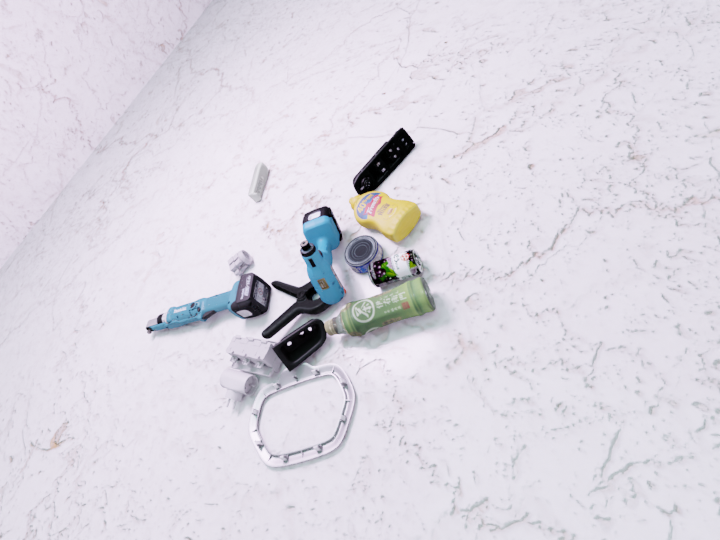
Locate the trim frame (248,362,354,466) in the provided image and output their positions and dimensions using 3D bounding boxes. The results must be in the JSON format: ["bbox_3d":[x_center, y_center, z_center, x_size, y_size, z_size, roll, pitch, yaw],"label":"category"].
[{"bbox_3d":[-0.123,0.277,0.833,0.253,0.026,0.191,-25,48,19],"label":"trim frame"}]

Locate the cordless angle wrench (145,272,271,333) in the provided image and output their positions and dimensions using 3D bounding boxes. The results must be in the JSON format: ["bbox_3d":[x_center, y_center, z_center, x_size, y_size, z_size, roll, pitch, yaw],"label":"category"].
[{"bbox_3d":[-0.430,0.106,1.132,0.436,0.070,0.100,-16,51,27],"label":"cordless angle wrench"}]

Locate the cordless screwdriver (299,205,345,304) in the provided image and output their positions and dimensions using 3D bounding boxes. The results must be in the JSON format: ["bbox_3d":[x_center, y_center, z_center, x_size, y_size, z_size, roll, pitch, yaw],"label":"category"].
[{"bbox_3d":[-0.092,-0.060,0.939,0.075,0.152,0.257,-20,37,9],"label":"cordless screwdriver"}]

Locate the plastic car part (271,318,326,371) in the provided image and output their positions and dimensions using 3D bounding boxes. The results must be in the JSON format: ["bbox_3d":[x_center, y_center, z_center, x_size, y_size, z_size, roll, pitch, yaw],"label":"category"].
[{"bbox_3d":[-0.127,0.147,0.904,0.116,0.064,0.073,-37,14,-9],"label":"plastic car part"}]

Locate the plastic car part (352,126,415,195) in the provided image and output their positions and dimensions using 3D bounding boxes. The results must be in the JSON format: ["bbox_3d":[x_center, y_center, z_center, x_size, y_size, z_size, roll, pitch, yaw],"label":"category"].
[{"bbox_3d":[0.047,-0.274,1.084,0.202,0.063,0.071,-51,37,-8],"label":"plastic car part"}]
